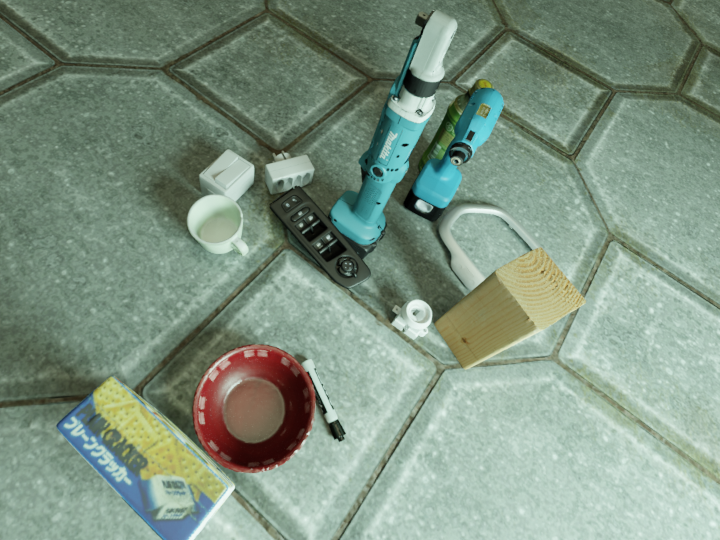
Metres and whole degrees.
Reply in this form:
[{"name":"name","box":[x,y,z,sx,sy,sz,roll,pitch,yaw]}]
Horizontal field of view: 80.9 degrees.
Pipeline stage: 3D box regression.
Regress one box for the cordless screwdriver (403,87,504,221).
[{"name":"cordless screwdriver","box":[0.145,-0.170,0.716,0.075,0.246,0.159,30,61,1]}]

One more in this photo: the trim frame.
[{"name":"trim frame","box":[0.254,-0.028,0.782,0.180,0.027,0.257,-27,69,-22]}]

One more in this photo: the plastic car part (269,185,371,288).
[{"name":"plastic car part","box":[-0.070,-0.046,0.714,0.065,0.066,0.209,-36,73,-26]}]

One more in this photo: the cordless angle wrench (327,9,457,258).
[{"name":"cordless angle wrench","box":[0.034,-0.153,0.589,0.099,0.419,0.074,36,61,4]}]
